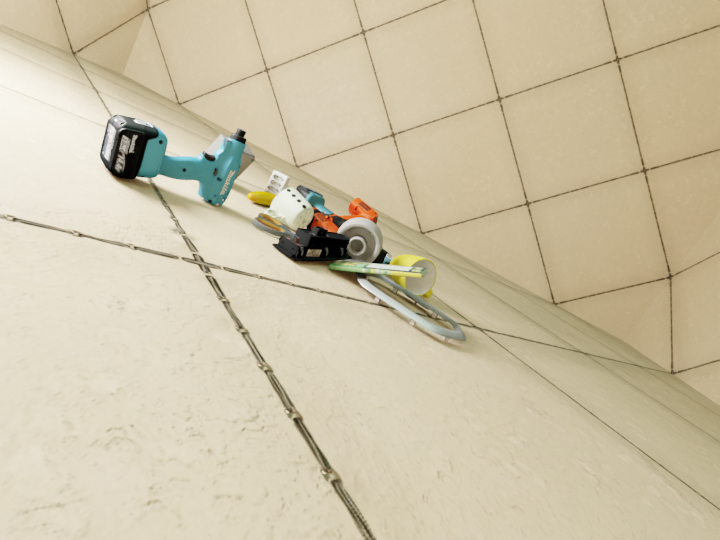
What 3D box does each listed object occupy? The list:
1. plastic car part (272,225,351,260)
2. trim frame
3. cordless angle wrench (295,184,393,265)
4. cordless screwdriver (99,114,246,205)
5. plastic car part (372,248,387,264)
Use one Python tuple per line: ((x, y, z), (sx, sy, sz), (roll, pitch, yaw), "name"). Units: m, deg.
((-0.082, -0.054, 0.840), (0.070, 0.067, 0.193), (22, 8, 31), "plastic car part")
((0.093, 0.066, 0.828), (0.259, 0.027, 0.177), (30, 13, 21), "trim frame")
((-0.040, -0.110, 1.174), (0.447, 0.074, 0.093), (39, 16, 34), "cordless angle wrench")
((-0.328, -0.219, 0.776), (0.236, 0.159, 0.079), (11, 21, -50), "cordless screwdriver")
((0.013, -0.049, 1.022), (0.114, 0.070, 0.068), (22, 14, -12), "plastic car part")
